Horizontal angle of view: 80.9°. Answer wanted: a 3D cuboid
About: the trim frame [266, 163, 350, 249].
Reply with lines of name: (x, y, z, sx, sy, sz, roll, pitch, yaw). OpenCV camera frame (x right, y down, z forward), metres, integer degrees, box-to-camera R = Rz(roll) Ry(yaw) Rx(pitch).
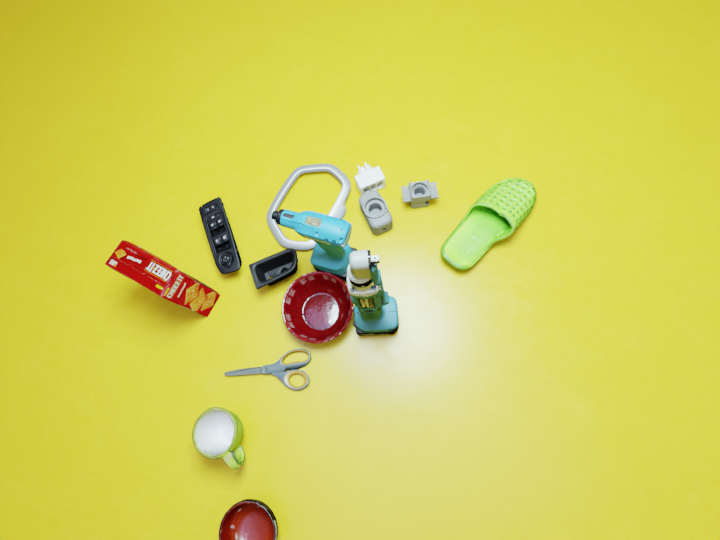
trim frame: (-0.130, -0.165, 1.067, 0.191, 0.026, 0.249, 25, 76, 18)

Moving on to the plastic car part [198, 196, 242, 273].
plastic car part: (-0.344, -0.078, 1.055, 0.066, 0.065, 0.210, -23, 67, 0)

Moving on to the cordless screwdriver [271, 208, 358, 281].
cordless screwdriver: (-0.088, -0.058, 0.903, 0.164, 0.240, 0.075, 17, 74, 13)

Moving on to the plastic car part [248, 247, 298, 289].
plastic car part: (-0.192, 0.000, 0.994, 0.117, 0.068, 0.068, -23, 69, 1)

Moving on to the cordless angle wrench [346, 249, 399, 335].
cordless angle wrench: (0.016, 0.046, 0.753, 0.099, 0.409, 0.076, -3, 71, 5)
